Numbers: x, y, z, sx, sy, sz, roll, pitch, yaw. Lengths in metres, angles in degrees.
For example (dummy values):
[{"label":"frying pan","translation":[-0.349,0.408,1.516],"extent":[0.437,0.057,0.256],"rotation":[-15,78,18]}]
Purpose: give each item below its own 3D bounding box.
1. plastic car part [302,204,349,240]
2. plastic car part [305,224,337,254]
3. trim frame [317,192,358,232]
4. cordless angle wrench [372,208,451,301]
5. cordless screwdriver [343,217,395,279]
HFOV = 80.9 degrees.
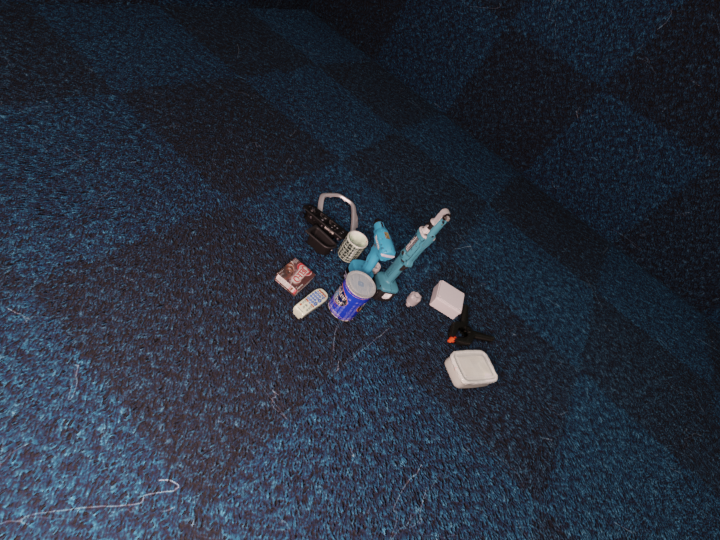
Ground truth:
[{"label":"plastic car part","translation":[-0.139,-0.175,1.591],"extent":[0.208,0.067,0.065],"rotation":[42,42,12]},{"label":"plastic car part","translation":[-0.147,-0.096,1.507],"extent":[0.119,0.071,0.064],"rotation":[44,42,12]},{"label":"trim frame","translation":[-0.088,-0.227,1.700],"extent":[0.179,0.027,0.256],"rotation":[17,44,-16]},{"label":"cordless angle wrench","translation":[0.159,-0.050,1.377],"extent":[0.071,0.423,0.102],"rotation":[12,47,-26]},{"label":"cordless screwdriver","translation":[0.026,-0.047,1.427],"extent":[0.071,0.249,0.165],"rotation":[10,47,-27]}]
